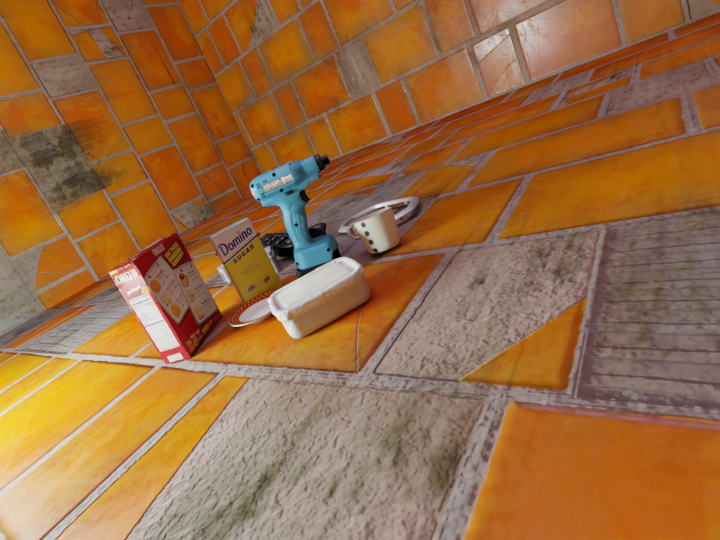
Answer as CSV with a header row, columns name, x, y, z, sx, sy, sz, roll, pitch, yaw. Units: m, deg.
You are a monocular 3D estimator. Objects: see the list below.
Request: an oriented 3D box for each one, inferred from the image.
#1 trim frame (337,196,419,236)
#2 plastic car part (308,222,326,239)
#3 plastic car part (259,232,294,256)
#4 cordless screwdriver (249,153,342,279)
name,x,y,z,sx,sy,sz,roll,pitch,yaw
trim frame,0.045,-0.140,1.097,0.181,0.027,0.260,-38,23,-33
plastic car part,-0.099,-0.065,1.017,0.067,0.069,0.118,-21,19,13
plastic car part,-0.220,-0.067,1.172,0.065,0.065,0.212,-37,22,-35
cordless screwdriver,-0.095,-0.097,0.834,0.160,0.243,0.075,-23,15,7
